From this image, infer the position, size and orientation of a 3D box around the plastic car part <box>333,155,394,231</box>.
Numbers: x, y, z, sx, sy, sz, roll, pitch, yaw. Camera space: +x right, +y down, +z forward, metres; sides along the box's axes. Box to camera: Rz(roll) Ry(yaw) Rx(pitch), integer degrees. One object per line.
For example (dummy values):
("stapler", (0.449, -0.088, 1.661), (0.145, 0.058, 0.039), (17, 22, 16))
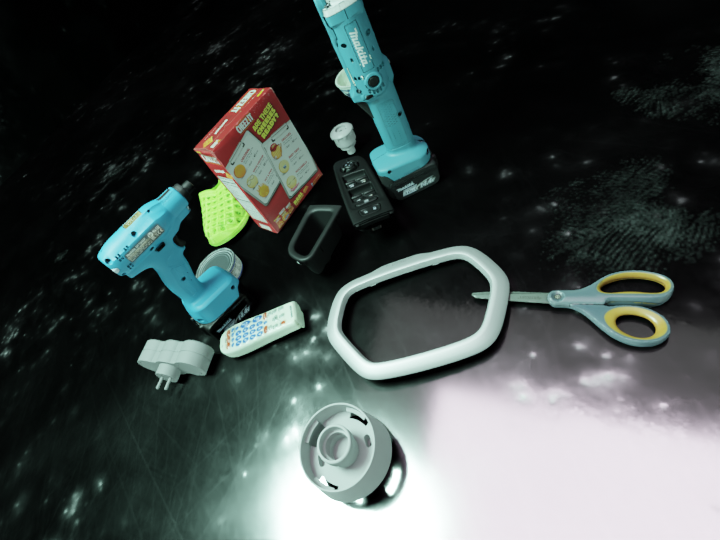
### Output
("plastic car part", (0.004, -0.131, 0.723), (0.067, 0.063, 0.212), (-28, 46, 7))

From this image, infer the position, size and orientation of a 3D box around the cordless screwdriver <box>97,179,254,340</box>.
("cordless screwdriver", (-0.255, -0.009, 0.655), (0.079, 0.235, 0.158), (25, 69, 41))

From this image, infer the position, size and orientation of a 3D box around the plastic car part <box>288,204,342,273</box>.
("plastic car part", (-0.068, -0.044, 0.693), (0.069, 0.067, 0.117), (4, 57, 32))

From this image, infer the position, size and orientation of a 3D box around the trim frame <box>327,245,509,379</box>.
("trim frame", (0.070, 0.049, 0.566), (0.252, 0.026, 0.191), (-22, 47, 14))

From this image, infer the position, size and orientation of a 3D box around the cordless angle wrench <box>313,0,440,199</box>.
("cordless angle wrench", (0.011, -0.275, 0.597), (0.099, 0.400, 0.077), (-24, 46, 10))
